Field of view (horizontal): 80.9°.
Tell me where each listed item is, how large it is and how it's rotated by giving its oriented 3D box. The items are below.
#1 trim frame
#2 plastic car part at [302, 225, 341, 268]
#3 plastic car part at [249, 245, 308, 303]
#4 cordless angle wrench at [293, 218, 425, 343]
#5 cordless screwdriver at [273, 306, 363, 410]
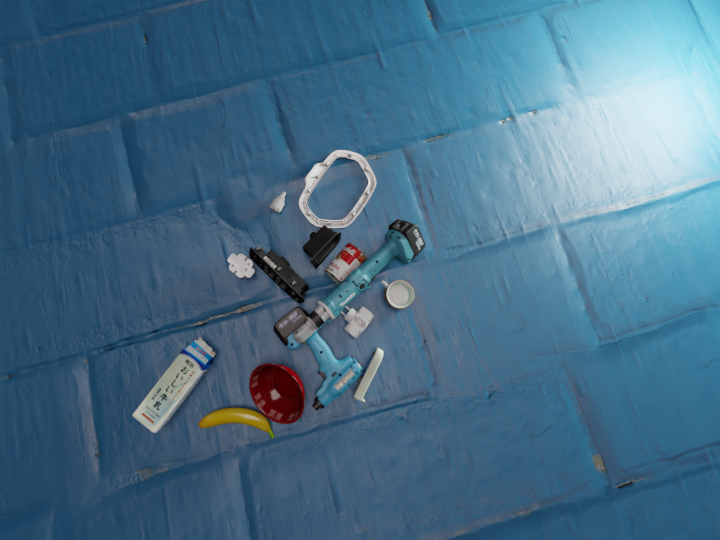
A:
[{"bbox_3d":[-0.066,-0.233,1.205,0.187,0.027,0.248,33,83,8],"label":"trim frame"},{"bbox_3d":[-0.114,-0.074,1.161,0.074,0.064,0.116,34,77,19],"label":"plastic car part"},{"bbox_3d":[-0.215,0.007,1.146,0.207,0.066,0.066,46,56,10],"label":"plastic car part"},{"bbox_3d":[-0.009,0.031,1.082,0.419,0.093,0.078,-42,36,-15],"label":"cordless angle wrench"},{"bbox_3d":[-0.130,0.223,1.091,0.158,0.074,0.251,-43,85,-7],"label":"cordless screwdriver"}]
